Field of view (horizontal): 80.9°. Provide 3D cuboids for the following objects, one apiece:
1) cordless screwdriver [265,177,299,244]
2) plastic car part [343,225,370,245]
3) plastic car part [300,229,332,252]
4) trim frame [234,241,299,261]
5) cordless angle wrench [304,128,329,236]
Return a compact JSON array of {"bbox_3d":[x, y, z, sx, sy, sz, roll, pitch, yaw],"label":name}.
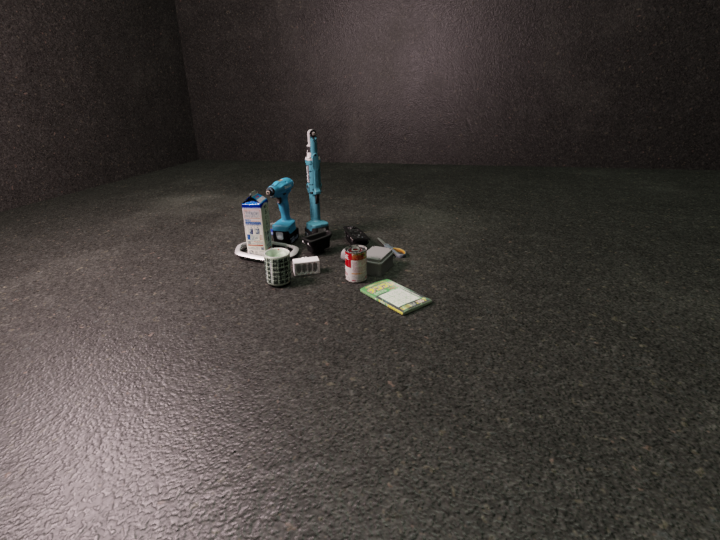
[{"bbox_3d":[-0.302,-0.217,1.603,0.077,0.243,0.157,6,23,19],"label":"cordless screwdriver"},{"bbox_3d":[-0.019,-0.122,1.571,0.065,0.065,0.211,-7,24,-11],"label":"plastic car part"},{"bbox_3d":[-0.149,-0.098,1.527,0.113,0.069,0.070,-18,27,-32],"label":"plastic car part"},{"bbox_3d":[-0.346,-0.075,1.553,0.258,0.027,0.181,8,26,23],"label":"trim frame"},{"bbox_3d":[-0.175,-0.318,1.604,0.072,0.413,0.103,-11,23,-24],"label":"cordless angle wrench"}]
